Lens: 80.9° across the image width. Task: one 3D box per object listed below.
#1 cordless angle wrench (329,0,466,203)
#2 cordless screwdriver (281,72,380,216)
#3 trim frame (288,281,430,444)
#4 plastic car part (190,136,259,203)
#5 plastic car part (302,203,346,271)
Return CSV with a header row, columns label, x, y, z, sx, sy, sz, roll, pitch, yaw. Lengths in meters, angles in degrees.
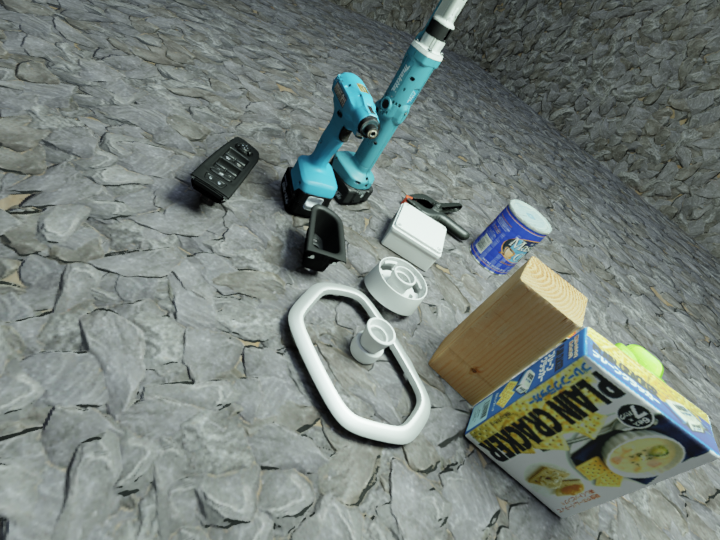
label,x,y,z,sx,sy,sz,roll,pitch,yaw
cordless angle wrench,0.061,-0.303,0.777,0.071,0.423,0.102,-9,55,-44
cordless screwdriver,-0.051,-0.190,0.715,0.071,0.249,0.166,10,43,-30
trim frame,-0.001,0.117,0.583,0.176,0.027,0.260,-7,51,-40
plastic car part,-0.225,-0.166,0.718,0.065,0.067,0.206,26,37,-11
plastic car part,-0.067,-0.044,0.685,0.064,0.071,0.120,18,39,-20
